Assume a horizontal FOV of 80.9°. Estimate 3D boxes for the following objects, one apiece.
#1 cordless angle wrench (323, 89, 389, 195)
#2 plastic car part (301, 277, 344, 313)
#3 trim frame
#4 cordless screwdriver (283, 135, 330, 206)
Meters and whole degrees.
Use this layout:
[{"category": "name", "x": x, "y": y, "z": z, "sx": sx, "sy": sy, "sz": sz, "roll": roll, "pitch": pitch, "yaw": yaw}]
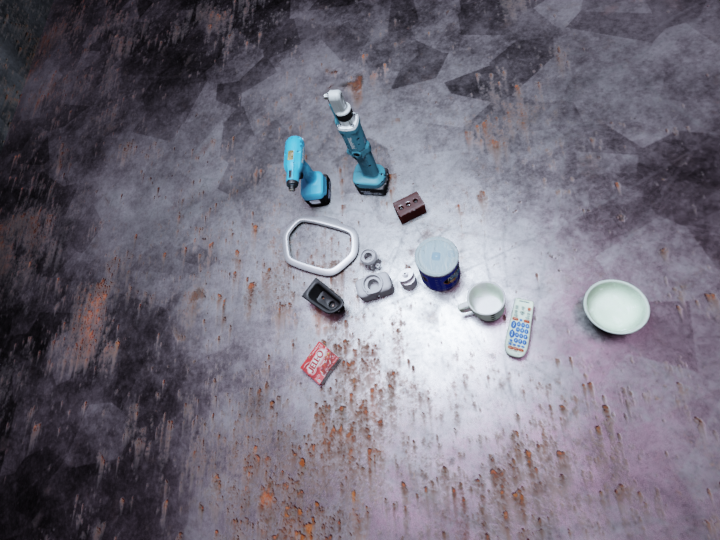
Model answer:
[{"category": "cordless angle wrench", "x": -0.007, "y": -0.325, "z": 1.107, "sx": 0.101, "sy": 0.404, "sz": 0.075, "roll": 7, "pitch": 73, "yaw": 17}, {"category": "plastic car part", "x": -0.092, "y": 0.084, "z": 1.167, "sx": 0.122, "sy": 0.068, "sz": 0.066, "roll": 34, "pitch": 83, "yaw": 26}, {"category": "trim frame", "x": -0.124, "y": -0.081, "z": 1.265, "sx": 0.259, "sy": 0.026, "sz": 0.185, "roll": 15, "pitch": 75, "yaw": 23}, {"category": "cordless screwdriver", "x": -0.157, "y": -0.256, "z": 1.226, "sx": 0.076, "sy": 0.238, "sz": 0.162, "roll": -5, "pitch": 70, "yaw": 14}]
